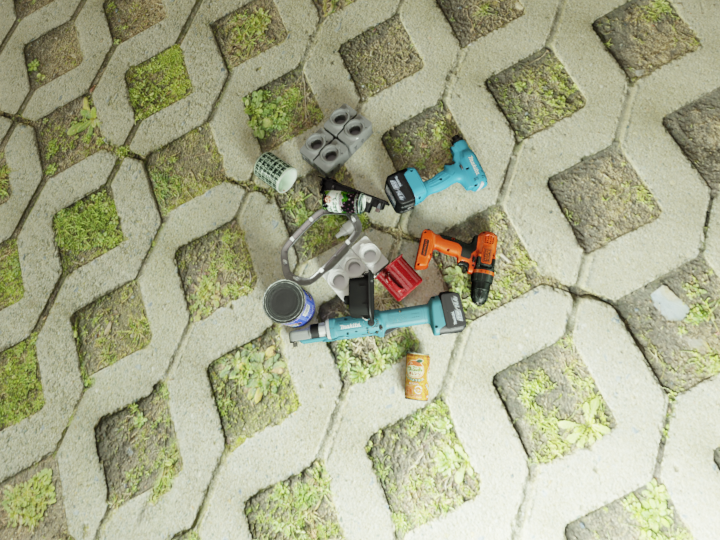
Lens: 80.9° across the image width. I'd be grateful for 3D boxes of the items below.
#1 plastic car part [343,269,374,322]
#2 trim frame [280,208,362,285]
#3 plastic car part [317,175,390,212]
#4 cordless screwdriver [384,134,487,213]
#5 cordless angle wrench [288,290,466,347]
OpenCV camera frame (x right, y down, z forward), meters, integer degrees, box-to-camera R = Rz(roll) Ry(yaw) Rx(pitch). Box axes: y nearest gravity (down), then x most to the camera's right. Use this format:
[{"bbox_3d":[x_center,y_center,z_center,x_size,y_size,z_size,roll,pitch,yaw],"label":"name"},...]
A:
[{"bbox_3d":[-0.003,0.062,0.992,0.073,0.063,0.118,0,74,15],"label":"plastic car part"},{"bbox_3d":[-0.107,-0.070,1.089,0.248,0.026,0.195,-45,53,-6],"label":"trim frame"},{"bbox_3d":[-0.026,-0.197,1.126,0.208,0.065,0.067,28,107,13],"label":"plastic car part"},{"bbox_3d":[0.184,-0.251,1.093,0.248,0.073,0.163,-19,74,-2],"label":"cordless screwdriver"},{"bbox_3d":[0.030,0.130,1.026,0.429,0.072,0.100,-10,75,9],"label":"cordless angle wrench"}]
